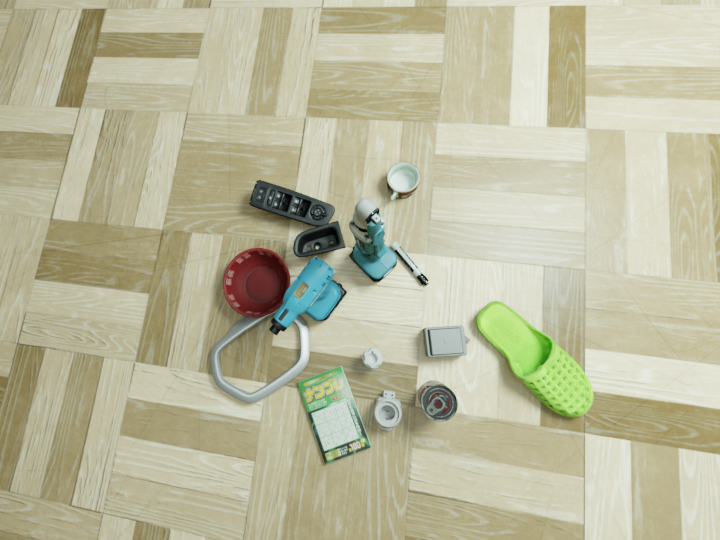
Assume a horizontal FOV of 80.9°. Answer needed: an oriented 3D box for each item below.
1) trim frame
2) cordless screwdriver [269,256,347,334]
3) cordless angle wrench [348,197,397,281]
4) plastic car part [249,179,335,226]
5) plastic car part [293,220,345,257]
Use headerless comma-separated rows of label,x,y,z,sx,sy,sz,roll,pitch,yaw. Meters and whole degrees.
trim frame,-0.229,0.186,0.970,0.248,0.027,0.189,-35,75,0
cordless screwdriver,-0.105,0.065,0.866,0.076,0.243,0.159,36,85,9
cordless angle wrench,0.018,-0.056,0.786,0.074,0.413,0.100,-44,81,-4
plastic car part,-0.160,-0.152,1.014,0.208,0.065,0.066,18,82,12
plastic car part,-0.096,-0.063,0.982,0.117,0.069,0.067,-15,78,4
